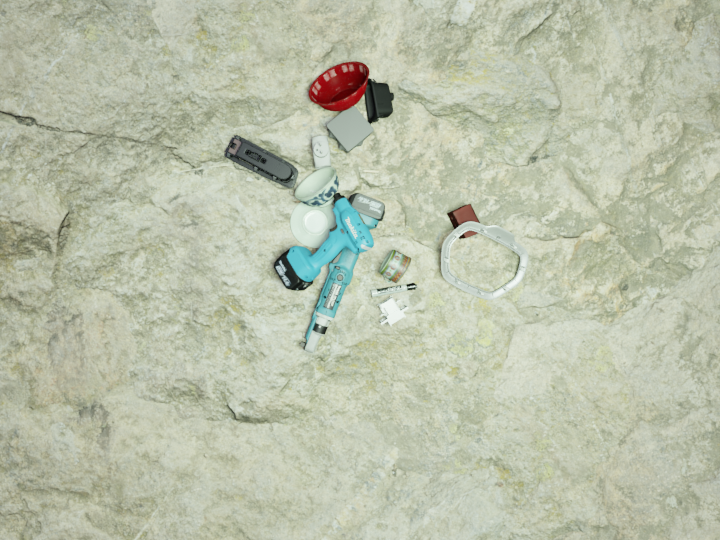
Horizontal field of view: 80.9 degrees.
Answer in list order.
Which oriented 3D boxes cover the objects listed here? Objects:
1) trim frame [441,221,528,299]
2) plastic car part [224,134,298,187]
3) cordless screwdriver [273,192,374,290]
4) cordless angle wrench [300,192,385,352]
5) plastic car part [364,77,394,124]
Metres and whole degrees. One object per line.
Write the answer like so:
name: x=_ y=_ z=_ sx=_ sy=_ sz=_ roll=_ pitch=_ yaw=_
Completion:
trim frame: x=0.315 y=-0.024 z=1.071 sx=0.242 sy=0.028 sz=0.184 roll=26 pitch=100 yaw=-13
plastic car part: x=-0.251 y=-0.283 z=1.086 sx=0.202 sy=0.067 sz=0.066 roll=28 pitch=83 yaw=-3
cordless screwdriver: x=-0.101 y=-0.066 z=1.036 sx=0.252 sy=0.071 sz=0.164 roll=-34 pitch=70 yaw=19
cordless angle wrench: x=-0.054 y=0.013 z=1.079 sx=0.098 sy=0.075 sz=0.422 roll=22 pitch=92 yaw=-2
plastic car part: x=0.053 y=-0.441 z=1.092 sx=0.069 sy=0.067 sz=0.117 roll=-4 pitch=87 yaw=-18
